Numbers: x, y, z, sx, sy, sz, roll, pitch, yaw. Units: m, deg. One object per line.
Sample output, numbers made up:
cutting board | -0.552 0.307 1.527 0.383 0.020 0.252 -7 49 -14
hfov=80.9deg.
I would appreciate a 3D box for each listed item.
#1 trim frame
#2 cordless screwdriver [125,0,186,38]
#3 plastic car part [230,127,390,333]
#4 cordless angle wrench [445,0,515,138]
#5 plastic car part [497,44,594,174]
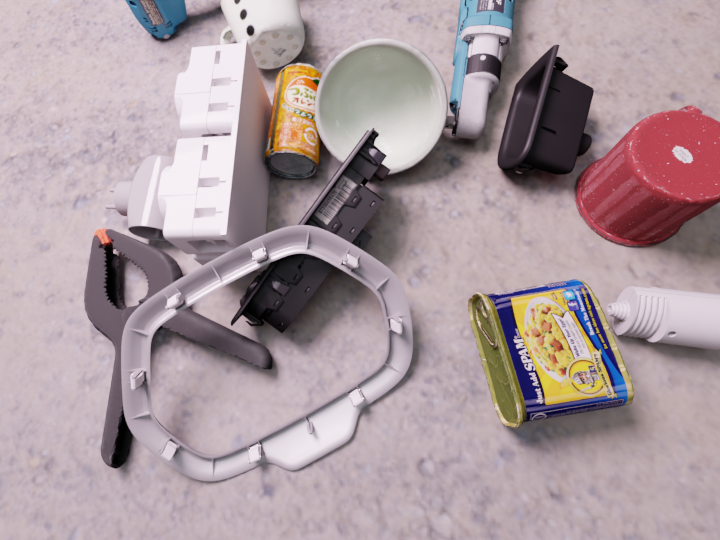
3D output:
trim frame | -0.074 0.072 0.340 0.248 0.028 0.180 -28 101 -3
cordless screwdriver | -0.160 -0.369 0.469 0.248 0.155 0.076 -20 73 -2
plastic car part | -0.037 -0.024 0.374 0.066 0.067 0.203 40 92 -10
cordless angle wrench | 0.143 -0.332 0.462 0.100 0.072 0.427 8 75 9
plastic car part | 0.180 -0.135 0.397 0.071 0.066 0.117 17 77 -4
